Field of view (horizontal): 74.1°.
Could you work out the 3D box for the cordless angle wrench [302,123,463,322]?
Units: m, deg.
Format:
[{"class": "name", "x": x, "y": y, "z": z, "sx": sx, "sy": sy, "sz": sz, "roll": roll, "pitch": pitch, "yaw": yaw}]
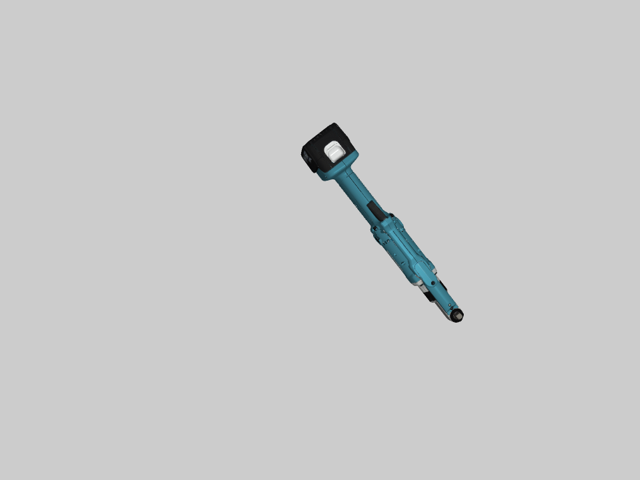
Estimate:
[{"class": "cordless angle wrench", "x": 0.124, "y": -0.018, "z": 0.776, "sx": 0.074, "sy": 0.423, "sz": 0.098, "roll": -39, "pitch": 3, "yaw": -5}]
